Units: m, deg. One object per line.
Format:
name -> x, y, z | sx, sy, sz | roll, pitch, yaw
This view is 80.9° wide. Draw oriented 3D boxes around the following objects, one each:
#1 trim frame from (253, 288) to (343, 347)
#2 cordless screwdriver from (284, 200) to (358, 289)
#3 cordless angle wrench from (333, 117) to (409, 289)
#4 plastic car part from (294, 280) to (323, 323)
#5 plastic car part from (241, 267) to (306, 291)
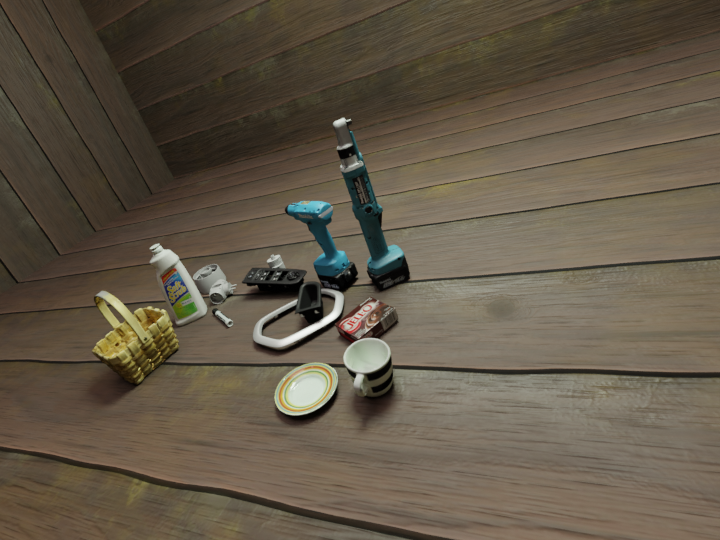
trim frame -> -0.153, 0.116, 1.057 | 0.245, 0.026, 0.193 | -29, 30, -13
cordless screwdriver -> -0.110, -0.072, 1.122 | 0.168, 0.240, 0.073 | 10, 39, 45
cordless angle wrench -> 0.014, -0.150, 0.995 | 0.098, 0.407, 0.077 | -22, 26, -4
plastic car part -> -0.116, 0.084, 1.041 | 0.067, 0.068, 0.119 | -16, 29, 9
plastic car part -> -0.242, 0.032, 1.218 | 0.211, 0.064, 0.066 | -3, 32, 30
